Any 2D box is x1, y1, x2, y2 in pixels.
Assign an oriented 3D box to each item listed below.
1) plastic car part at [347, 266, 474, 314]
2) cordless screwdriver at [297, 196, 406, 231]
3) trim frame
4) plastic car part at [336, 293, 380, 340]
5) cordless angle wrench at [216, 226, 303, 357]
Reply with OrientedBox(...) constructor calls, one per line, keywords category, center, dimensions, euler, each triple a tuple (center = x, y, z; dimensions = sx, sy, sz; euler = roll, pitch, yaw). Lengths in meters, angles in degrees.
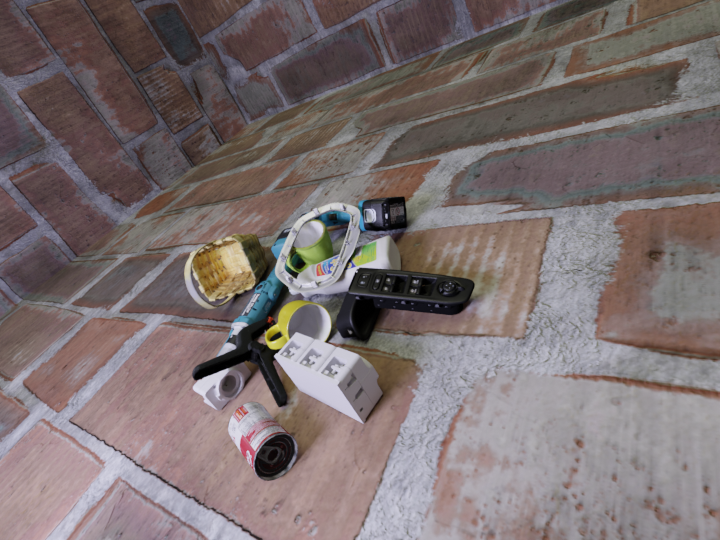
OrientedBox(category="plastic car part", center=(0.085, 0.041, 0.713), dimensions=(0.211, 0.064, 0.066), euler=(1, 34, 25))
OrientedBox(category="cordless screwdriver", center=(-0.023, -0.131, 1.016), dimensions=(0.153, 0.074, 0.261), euler=(-14, 13, -43))
OrientedBox(category="trim frame", center=(-0.089, -0.058, 0.909), dimensions=(0.192, 0.026, 0.251), euler=(0, 52, 26))
OrientedBox(category="plastic car part", center=(-0.011, 0.076, 0.779), dimensions=(0.073, 0.064, 0.117), euler=(-22, 30, 44))
OrientedBox(category="cordless angle wrench", center=(-0.217, 0.056, 0.968), dimensions=(0.102, 0.071, 0.426), euler=(-11, 38, 32))
